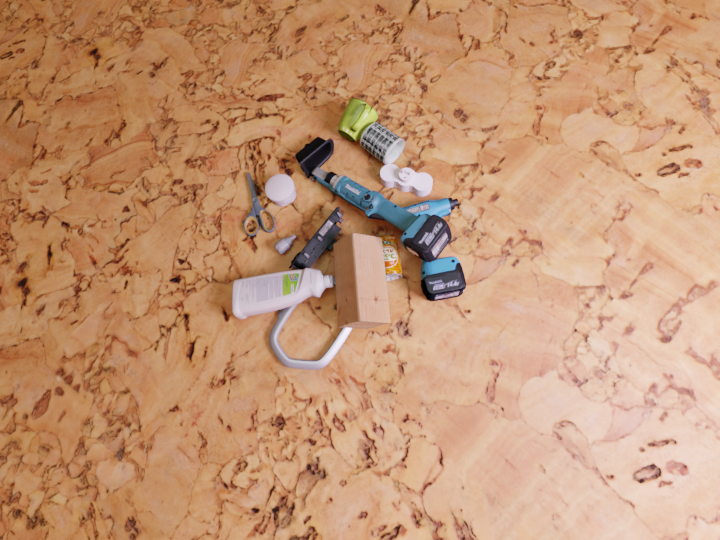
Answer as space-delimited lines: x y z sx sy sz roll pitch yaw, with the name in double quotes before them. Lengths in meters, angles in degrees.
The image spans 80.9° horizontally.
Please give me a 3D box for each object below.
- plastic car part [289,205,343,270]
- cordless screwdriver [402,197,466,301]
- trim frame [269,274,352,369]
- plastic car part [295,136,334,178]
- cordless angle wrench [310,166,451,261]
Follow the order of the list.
"plastic car part" -0.106 -0.070 1.089 0.066 0.067 0.202 44 81 -9
"cordless screwdriver" 0.192 -0.060 1.022 0.160 0.071 0.257 -17 66 5
"trim frame" -0.116 0.125 1.039 0.190 0.027 0.248 30 81 17
"plastic car part" -0.135 -0.328 1.182 0.075 0.063 0.116 37 78 31
"cordless angle wrench" 0.026 -0.168 1.055 0.446 0.070 0.098 36 86 33
